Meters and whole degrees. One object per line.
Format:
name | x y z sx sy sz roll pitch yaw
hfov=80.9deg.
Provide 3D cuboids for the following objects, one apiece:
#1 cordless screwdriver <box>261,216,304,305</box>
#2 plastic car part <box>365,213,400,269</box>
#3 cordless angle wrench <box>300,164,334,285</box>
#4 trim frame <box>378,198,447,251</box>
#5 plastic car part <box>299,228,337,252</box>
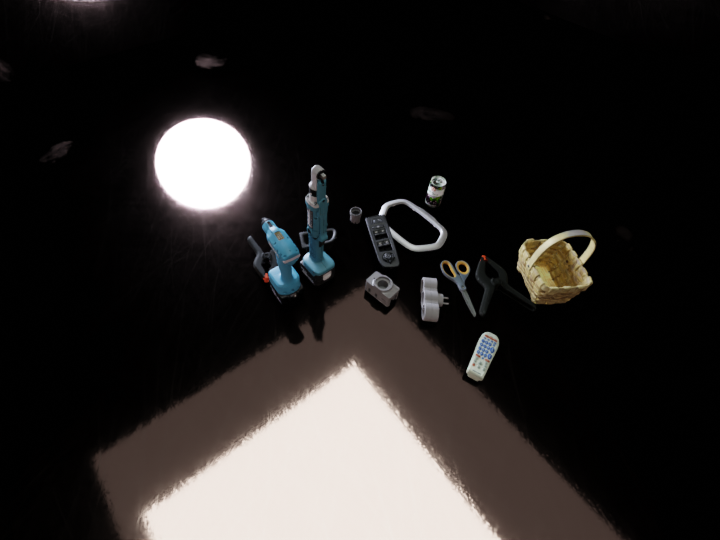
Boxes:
cordless screwdriver | -0.224 -0.025 1.177 0.073 0.242 0.167 -25 58 -23
plastic car part | 0.068 -0.082 1.335 0.065 0.065 0.211 -9 52 -10
cordless angle wrench | -0.116 -0.115 1.141 0.073 0.411 0.103 -30 61 -25
trim frame | 0.172 -0.152 1.416 0.181 0.027 0.260 -35 60 -25
plastic car part | -0.131 -0.085 1.335 0.115 0.069 0.069 -8 53 -8
